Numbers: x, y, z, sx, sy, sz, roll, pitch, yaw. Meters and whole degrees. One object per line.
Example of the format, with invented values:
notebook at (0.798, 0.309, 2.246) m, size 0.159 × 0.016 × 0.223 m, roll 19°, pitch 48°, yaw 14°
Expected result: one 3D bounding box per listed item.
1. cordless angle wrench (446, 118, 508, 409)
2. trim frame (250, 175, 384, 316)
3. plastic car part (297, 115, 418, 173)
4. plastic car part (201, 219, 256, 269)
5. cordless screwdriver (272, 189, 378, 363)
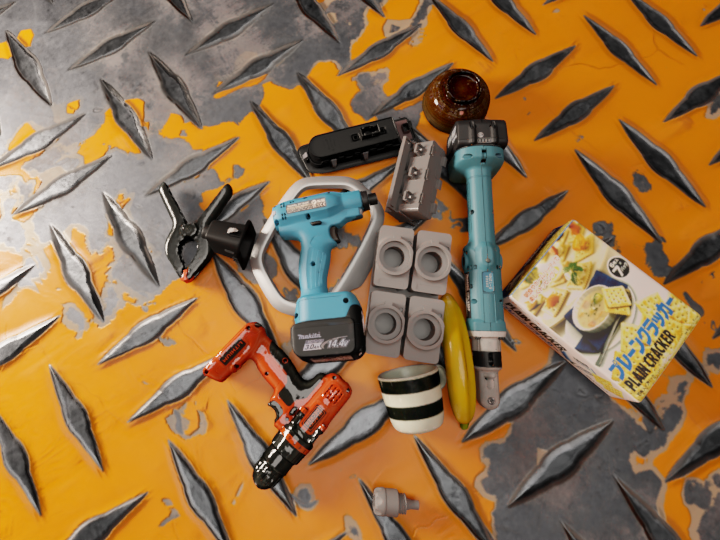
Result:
cordless angle wrench at (0.181, -0.015, 0.634) m, size 0.075 × 0.096 × 0.427 m, roll 0°, pitch 80°, yaw 1°
trim frame at (-0.066, -0.043, 0.677) m, size 0.187 × 0.027 × 0.249 m, roll 27°, pitch 77°, yaw 8°
plastic car part at (-0.004, -0.211, 0.701) m, size 0.203 × 0.066 × 0.067 m, roll -15°, pitch 86°, yaw 0°
plastic car part at (-0.199, -0.048, 0.632) m, size 0.071 × 0.116 × 0.066 m, roll 14°, pitch 78°, yaw -2°
cordless screwdriver at (-0.035, -0.001, 0.602) m, size 0.160 × 0.072 × 0.256 m, roll -13°, pitch 67°, yaw 5°
